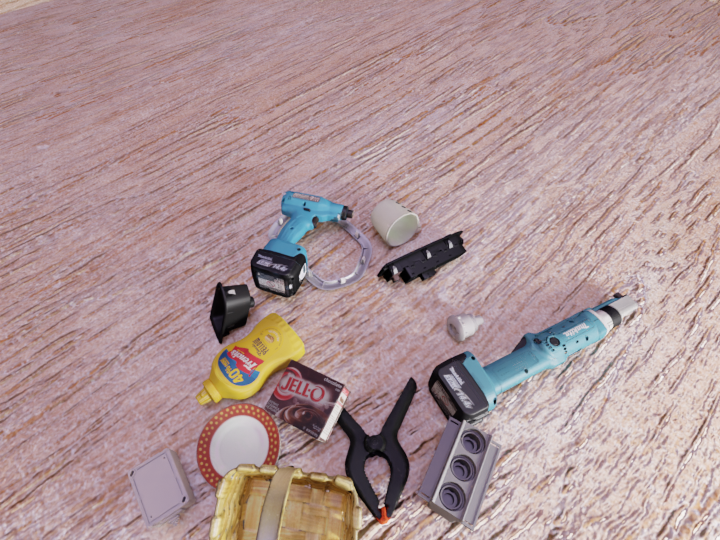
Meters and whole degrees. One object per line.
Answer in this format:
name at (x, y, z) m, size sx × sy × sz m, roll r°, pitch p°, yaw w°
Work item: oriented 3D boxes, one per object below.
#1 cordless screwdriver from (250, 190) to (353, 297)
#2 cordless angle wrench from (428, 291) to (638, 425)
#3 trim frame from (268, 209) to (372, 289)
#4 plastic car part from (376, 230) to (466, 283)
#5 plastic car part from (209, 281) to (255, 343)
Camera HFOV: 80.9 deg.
cordless screwdriver at (-0.115, -0.063, 0.860) m, size 0.162 × 0.072 × 0.252 m, roll 10°, pitch 50°, yaw 9°
cordless angle wrench at (0.317, 0.132, 0.723) m, size 0.415 × 0.072 × 0.103 m, roll -21°, pitch 56°, yaw -16°
trim frame at (-0.089, -0.058, 0.909) m, size 0.181 × 0.027 × 0.260 m, roll -35°, pitch 61°, yaw -21°
plastic car part at (0.136, -0.023, 0.851) m, size 0.199 × 0.065 × 0.070 m, roll -29°, pitch 68°, yaw -18°
plastic car part at (-0.231, 0.069, 0.775) m, size 0.068 × 0.116 × 0.069 m, roll -8°, pitch 50°, yaw -37°
